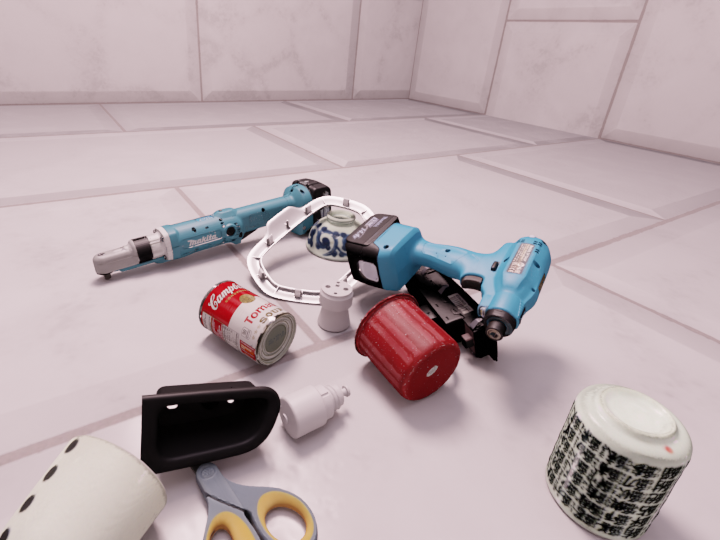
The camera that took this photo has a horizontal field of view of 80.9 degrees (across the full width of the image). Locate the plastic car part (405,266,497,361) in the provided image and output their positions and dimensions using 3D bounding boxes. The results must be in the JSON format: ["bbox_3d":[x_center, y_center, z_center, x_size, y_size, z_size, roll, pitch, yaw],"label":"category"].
[{"bbox_3d":[0.112,0.046,0.591,0.067,0.063,0.212,-24,33,-1],"label":"plastic car part"}]

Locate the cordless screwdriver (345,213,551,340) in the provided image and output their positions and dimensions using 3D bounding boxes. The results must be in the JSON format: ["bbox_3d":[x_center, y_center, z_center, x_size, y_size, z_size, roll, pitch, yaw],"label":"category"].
[{"bbox_3d":[0.093,0.002,0.542,0.262,0.071,0.157,12,42,34],"label":"cordless screwdriver"}]

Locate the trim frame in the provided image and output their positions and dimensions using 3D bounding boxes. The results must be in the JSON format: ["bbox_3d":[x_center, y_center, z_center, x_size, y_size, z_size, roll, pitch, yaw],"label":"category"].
[{"bbox_3d":[-0.067,-0.044,0.684,0.192,0.027,0.245,31,57,24],"label":"trim frame"}]

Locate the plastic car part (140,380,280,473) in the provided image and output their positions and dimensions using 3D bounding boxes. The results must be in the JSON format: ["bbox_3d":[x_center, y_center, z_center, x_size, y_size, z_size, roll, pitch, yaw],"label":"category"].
[{"bbox_3d":[-0.139,0.127,0.384,0.112,0.066,0.074,0,6,-31],"label":"plastic car part"}]

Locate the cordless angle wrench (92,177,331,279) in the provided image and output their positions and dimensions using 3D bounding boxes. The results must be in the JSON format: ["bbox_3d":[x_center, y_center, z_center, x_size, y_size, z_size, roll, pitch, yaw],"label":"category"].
[{"bbox_3d":[-0.236,-0.075,0.736,0.410,0.095,0.079,-23,35,-34],"label":"cordless angle wrench"}]
